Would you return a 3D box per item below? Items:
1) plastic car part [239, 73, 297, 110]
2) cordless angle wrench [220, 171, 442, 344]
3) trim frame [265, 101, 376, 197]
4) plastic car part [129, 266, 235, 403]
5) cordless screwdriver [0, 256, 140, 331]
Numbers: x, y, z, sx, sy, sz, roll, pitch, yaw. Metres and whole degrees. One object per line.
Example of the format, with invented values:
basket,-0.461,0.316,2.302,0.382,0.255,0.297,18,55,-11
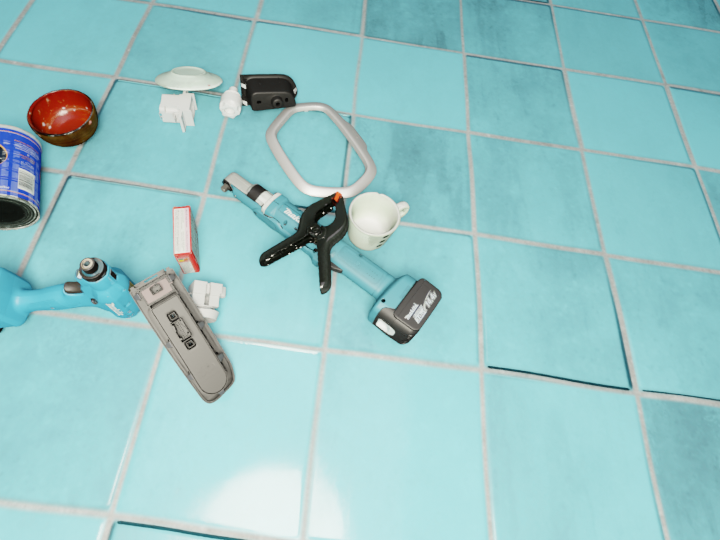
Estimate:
plastic car part,-0.178,-0.348,0.842,0.115,0.064,0.074,-6,50,-11
cordless angle wrench,-0.069,-0.045,0.711,0.435,0.073,0.097,36,65,14
trim frame,-0.076,-0.238,0.828,0.181,0.027,0.258,-28,68,-17
plastic car part,-0.240,0.095,0.592,0.065,0.069,0.200,-33,100,-27
cordless screwdriver,-0.448,0.029,0.586,0.246,0.156,0.076,-3,66,-7
